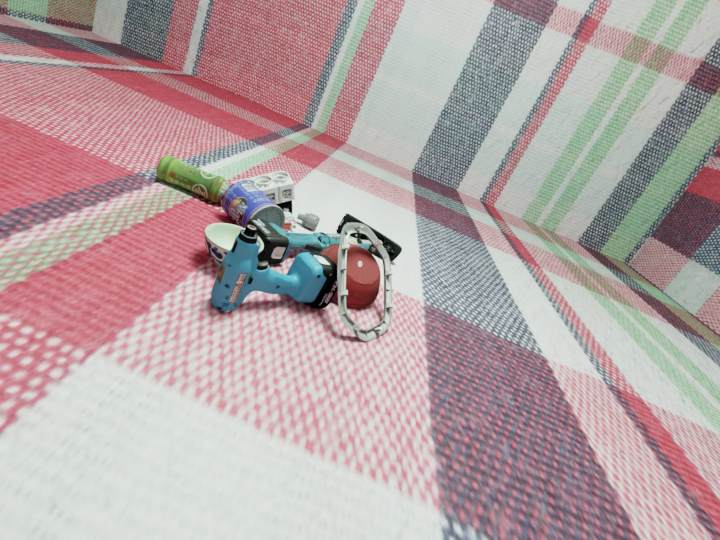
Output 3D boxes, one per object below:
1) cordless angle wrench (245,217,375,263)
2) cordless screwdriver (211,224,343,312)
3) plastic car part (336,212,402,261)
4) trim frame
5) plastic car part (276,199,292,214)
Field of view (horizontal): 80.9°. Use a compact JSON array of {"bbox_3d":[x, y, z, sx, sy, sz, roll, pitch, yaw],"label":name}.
[{"bbox_3d":[-0.105,-0.068,1.070,0.403,0.074,0.103,-2,33,-49],"label":"cordless angle wrench"},{"bbox_3d":[-0.141,-0.002,0.778,0.236,0.158,0.079,3,31,-44],"label":"cordless screwdriver"},{"bbox_3d":[0.029,-0.090,1.255,0.212,0.066,0.064,32,-2,23],"label":"plastic car part"},{"bbox_3d":[0.011,0.018,0.856,0.174,0.028,0.253,24,59,-40],"label":"trim frame"},{"bbox_3d":[-0.243,-0.201,1.248,0.069,0.064,0.122,0,33,-16],"label":"plastic car part"}]
